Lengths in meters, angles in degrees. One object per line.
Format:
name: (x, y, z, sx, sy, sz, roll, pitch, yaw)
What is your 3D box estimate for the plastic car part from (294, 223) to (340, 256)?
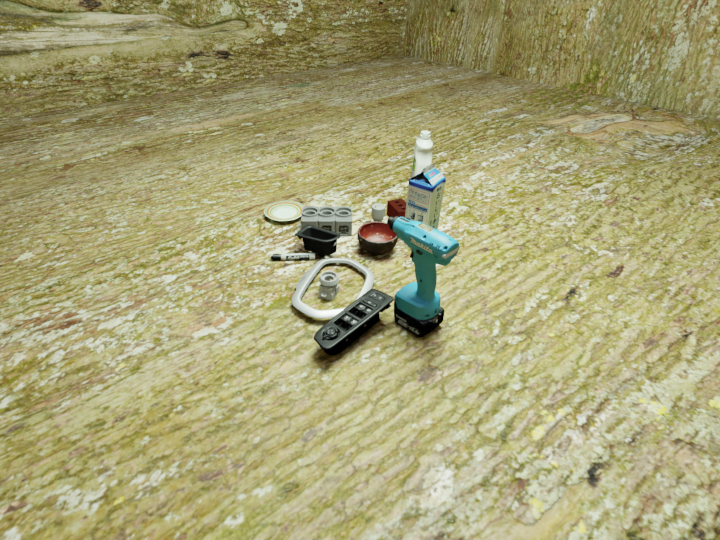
plastic car part: (-0.114, -0.074, 1.161, 0.122, 0.069, 0.065, 19, 40, 25)

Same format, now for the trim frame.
trim frame: (-0.068, 0.039, 1.042, 0.190, 0.027, 0.249, 10, 38, 15)

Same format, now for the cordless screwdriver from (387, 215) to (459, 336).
cordless screwdriver: (0.114, 0.009, 0.896, 0.072, 0.241, 0.168, -26, 44, -34)

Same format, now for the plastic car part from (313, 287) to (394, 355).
plastic car part: (-0.017, 0.114, 0.905, 0.070, 0.065, 0.198, 30, 46, 35)
